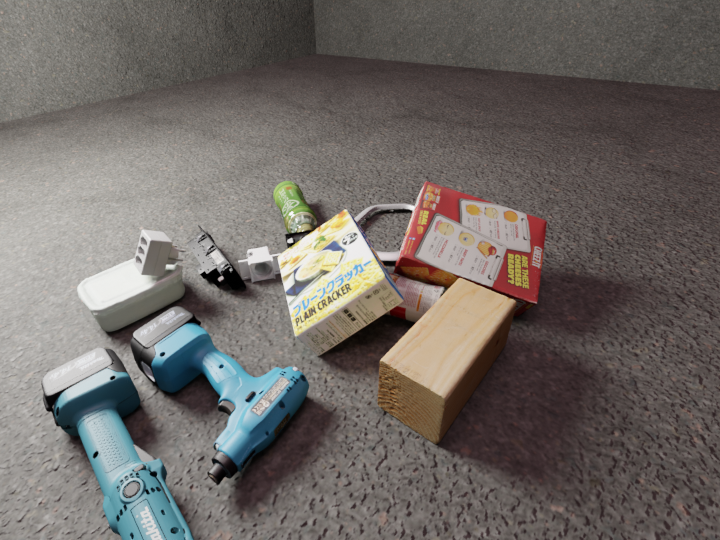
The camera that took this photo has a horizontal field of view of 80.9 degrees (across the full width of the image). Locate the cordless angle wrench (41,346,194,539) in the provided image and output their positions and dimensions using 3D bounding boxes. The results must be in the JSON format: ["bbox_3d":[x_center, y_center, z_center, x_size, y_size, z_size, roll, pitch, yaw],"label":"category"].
[{"bbox_3d":[-0.231,0.240,0.443,0.095,0.072,0.448,-29,44,-32],"label":"cordless angle wrench"}]

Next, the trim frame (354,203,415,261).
[{"bbox_3d":[0.065,-0.088,0.913,0.192,0.027,0.245,13,37,25],"label":"trim frame"}]

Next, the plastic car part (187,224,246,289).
[{"bbox_3d":[-0.293,-0.022,0.834,0.067,0.063,0.215,-40,44,-6],"label":"plastic car part"}]

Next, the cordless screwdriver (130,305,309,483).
[{"bbox_3d":[-0.210,0.153,0.561,0.260,0.072,0.157,21,41,25],"label":"cordless screwdriver"}]

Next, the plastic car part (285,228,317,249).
[{"bbox_3d":[-0.081,-0.053,0.825,0.114,0.066,0.072,-12,0,-14],"label":"plastic car part"}]
